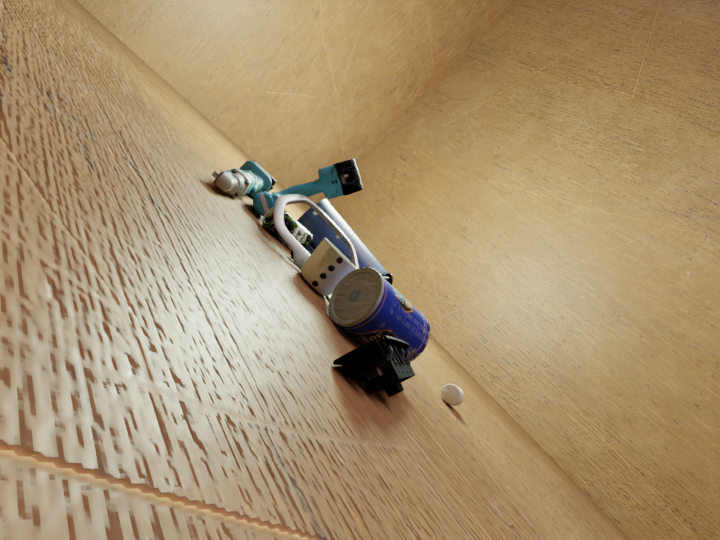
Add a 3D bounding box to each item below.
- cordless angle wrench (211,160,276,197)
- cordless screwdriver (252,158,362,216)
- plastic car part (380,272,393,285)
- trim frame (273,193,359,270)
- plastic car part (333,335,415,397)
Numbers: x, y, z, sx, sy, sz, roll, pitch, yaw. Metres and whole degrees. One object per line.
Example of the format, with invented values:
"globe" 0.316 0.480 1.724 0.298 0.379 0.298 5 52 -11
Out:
"cordless angle wrench" -0.264 -0.201 0.958 0.096 0.074 0.430 42 6 -12
"cordless screwdriver" -0.128 -0.186 0.976 0.163 0.247 0.073 -135 -153 -74
"plastic car part" 0.022 0.054 0.930 0.069 0.115 0.068 8 15 -13
"trim frame" -0.083 -0.055 0.853 0.240 0.028 0.186 46 32 -19
"plastic car part" 0.035 0.120 0.530 0.069 0.066 0.196 55 6 15
